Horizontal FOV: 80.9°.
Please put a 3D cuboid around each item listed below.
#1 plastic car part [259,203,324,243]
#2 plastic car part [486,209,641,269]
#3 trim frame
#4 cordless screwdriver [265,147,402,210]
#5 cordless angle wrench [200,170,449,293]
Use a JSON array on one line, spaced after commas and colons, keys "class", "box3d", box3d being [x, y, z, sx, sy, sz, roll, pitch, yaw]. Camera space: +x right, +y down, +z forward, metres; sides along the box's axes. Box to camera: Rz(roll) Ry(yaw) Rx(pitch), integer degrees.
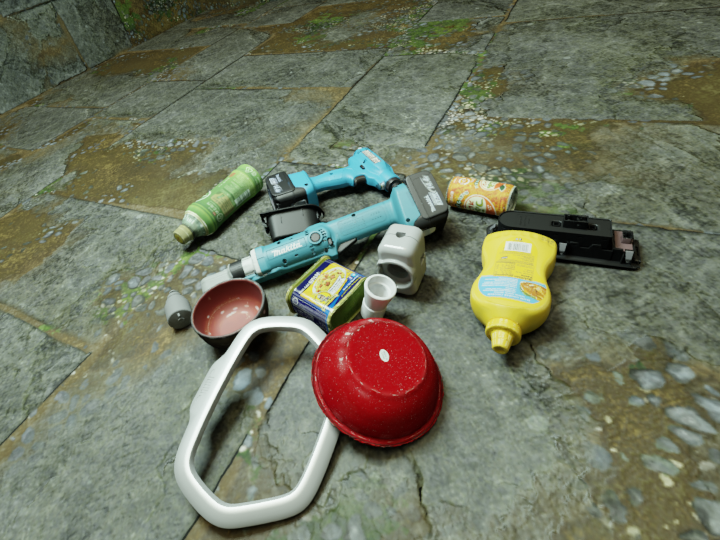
[{"class": "plastic car part", "box3d": [-0.119, -0.074, 0.771, 0.117, 0.064, 0.073, -10, 60, 0]}, {"class": "plastic car part", "box3d": [0.291, -0.052, 0.622, 0.212, 0.064, 0.067, 7, 53, 26]}, {"class": "trim frame", "box3d": [-0.113, 0.165, 0.505, 0.189, 0.026, 0.251, 14, 59, 12]}, {"class": "cordless screwdriver", "box3d": [-0.052, -0.161, 0.830, 0.245, 0.071, 0.168, -23, 43, -13]}, {"class": "cordless angle wrench", "box3d": [-0.069, -0.045, 0.708, 0.424, 0.072, 0.101, -21, 71, 1]}]
